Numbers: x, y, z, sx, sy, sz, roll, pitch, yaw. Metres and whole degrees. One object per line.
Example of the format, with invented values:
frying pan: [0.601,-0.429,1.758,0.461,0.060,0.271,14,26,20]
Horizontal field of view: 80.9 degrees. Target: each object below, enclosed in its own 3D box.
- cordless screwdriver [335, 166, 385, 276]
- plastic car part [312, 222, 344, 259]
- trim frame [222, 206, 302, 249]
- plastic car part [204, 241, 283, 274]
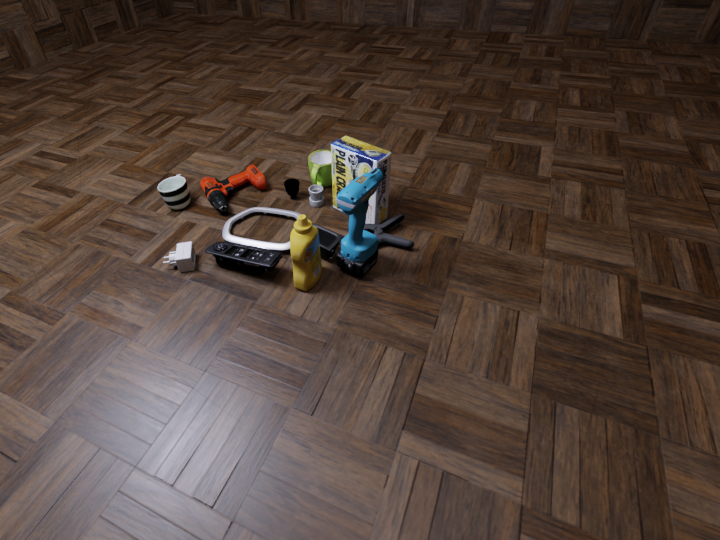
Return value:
cordless screwdriver: [0.007,-0.116,1.005,0.078,0.240,0.157,24,48,24]
plastic car part: [-0.106,-0.070,1.089,0.122,0.068,0.065,25,49,27]
trim frame: [-0.266,-0.116,1.181,0.255,0.026,0.186,10,45,14]
plastic car part: [-0.294,-0.030,1.063,0.210,0.065,0.066,15,45,18]
